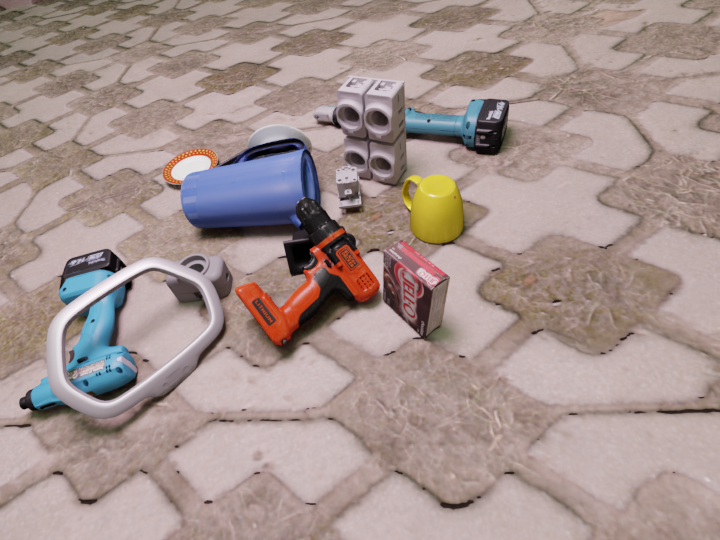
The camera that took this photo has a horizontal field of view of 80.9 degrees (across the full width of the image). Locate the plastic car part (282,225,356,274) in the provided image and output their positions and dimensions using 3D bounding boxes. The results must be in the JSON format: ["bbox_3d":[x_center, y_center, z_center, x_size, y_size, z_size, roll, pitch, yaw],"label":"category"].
[{"bbox_3d":[-0.070,-0.046,0.717,0.116,0.063,0.074,-12,35,-4],"label":"plastic car part"}]

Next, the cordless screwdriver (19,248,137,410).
[{"bbox_3d":[-0.446,0.090,0.675,0.158,0.071,0.261,-21,53,-5],"label":"cordless screwdriver"}]

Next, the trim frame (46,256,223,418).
[{"bbox_3d":[-0.317,0.089,0.607,0.185,0.028,0.245,48,60,1],"label":"trim frame"}]

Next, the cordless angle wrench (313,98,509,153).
[{"bbox_3d":[0.084,-0.324,0.909,0.442,0.071,0.098,14,54,25],"label":"cordless angle wrench"}]

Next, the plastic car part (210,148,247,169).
[{"bbox_3d":[-0.271,-0.214,0.899,0.200,0.063,0.071,-38,44,-19],"label":"plastic car part"}]
